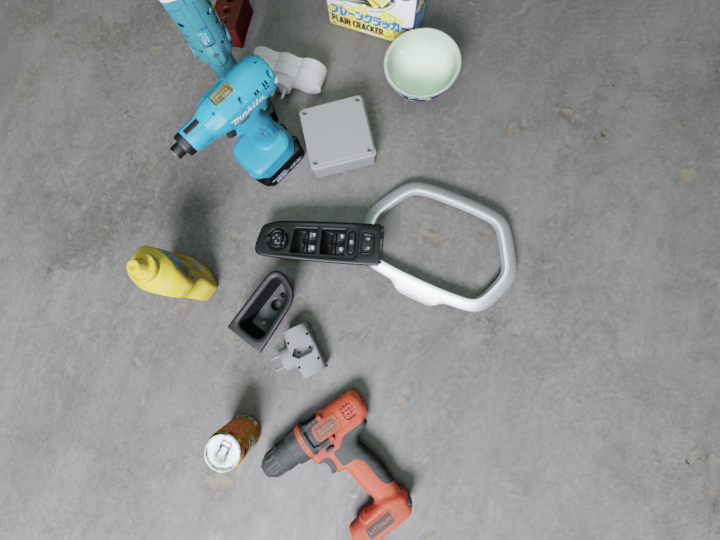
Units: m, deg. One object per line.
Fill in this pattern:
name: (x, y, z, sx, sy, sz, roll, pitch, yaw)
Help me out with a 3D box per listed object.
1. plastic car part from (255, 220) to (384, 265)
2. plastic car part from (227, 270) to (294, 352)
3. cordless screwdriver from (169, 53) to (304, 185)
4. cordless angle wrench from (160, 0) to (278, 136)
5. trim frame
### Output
plastic car part: (-0.066, -0.043, 0.679, 0.206, 0.066, 0.067, 4, 83, 7)
plastic car part: (-0.143, 0.060, 0.670, 0.067, 0.070, 0.116, 35, 87, 8)
cordless screwdriver: (-0.172, -0.190, 0.625, 0.159, 0.245, 0.076, -44, 84, -2)
cordless angle wrench: (-0.201, -0.308, 0.561, 0.074, 0.416, 0.099, -24, 84, -1)
trim frame: (0.122, -0.038, 0.674, 0.253, 0.027, 0.184, 24, 85, 10)
